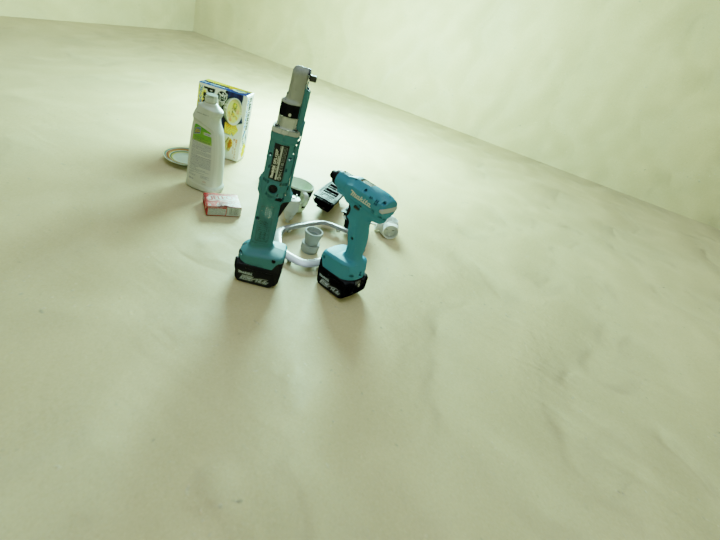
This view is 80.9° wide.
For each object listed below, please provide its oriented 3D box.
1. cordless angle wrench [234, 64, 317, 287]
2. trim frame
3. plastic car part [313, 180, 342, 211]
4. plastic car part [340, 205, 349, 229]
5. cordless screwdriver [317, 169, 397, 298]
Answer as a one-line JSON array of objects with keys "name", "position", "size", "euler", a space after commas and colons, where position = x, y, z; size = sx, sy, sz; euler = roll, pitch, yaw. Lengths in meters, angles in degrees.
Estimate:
[{"name": "cordless angle wrench", "position": [-0.156, -0.159, 0.782], "size": [0.097, 0.417, 0.076], "euler": [16, 31, -6]}, {"name": "trim frame", "position": [-0.101, -0.066, 1.034], "size": [0.239, 0.027, 0.194], "euler": [-15, 44, -40]}, {"name": "plastic car part", "position": [-0.084, -0.215, 1.236], "size": [0.067, 0.066, 0.203], "euler": [21, 32, 4]}, {"name": "plastic car part", "position": [-0.008, -0.143, 1.155], "size": [0.068, 0.070, 0.115], "euler": [26, 33, 13]}, {"name": "cordless screwdriver", "position": [-0.030, -0.076, 0.876], "size": [0.071, 0.245, 0.168], "euler": [-16, 45, -44]}]
